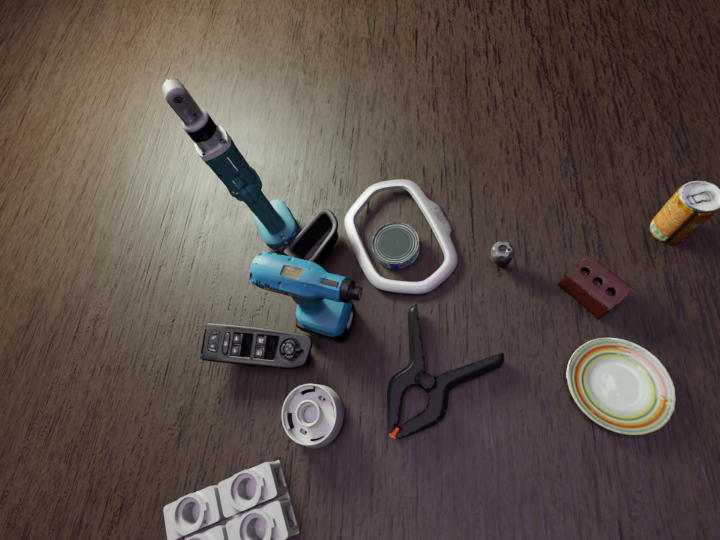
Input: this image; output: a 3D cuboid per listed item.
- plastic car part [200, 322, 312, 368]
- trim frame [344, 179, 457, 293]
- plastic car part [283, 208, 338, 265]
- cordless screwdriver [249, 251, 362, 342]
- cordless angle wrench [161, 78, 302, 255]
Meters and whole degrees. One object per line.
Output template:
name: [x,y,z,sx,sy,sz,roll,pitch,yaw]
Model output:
plastic car part: [-0.180,0.140,0.755,0.209,0.064,0.067,1,67,17]
trim frame: [0.074,-0.068,0.798,0.185,0.026,0.259,-25,61,4]
plastic car part: [-0.079,-0.052,0.812,0.069,0.068,0.116,35,79,25]
cordless screwdriver: [-0.056,0.050,0.661,0.165,0.238,0.075,13,71,19]
cordless angle wrench: [-0.193,-0.145,0.697,0.074,0.405,0.102,-30,64,-2]
